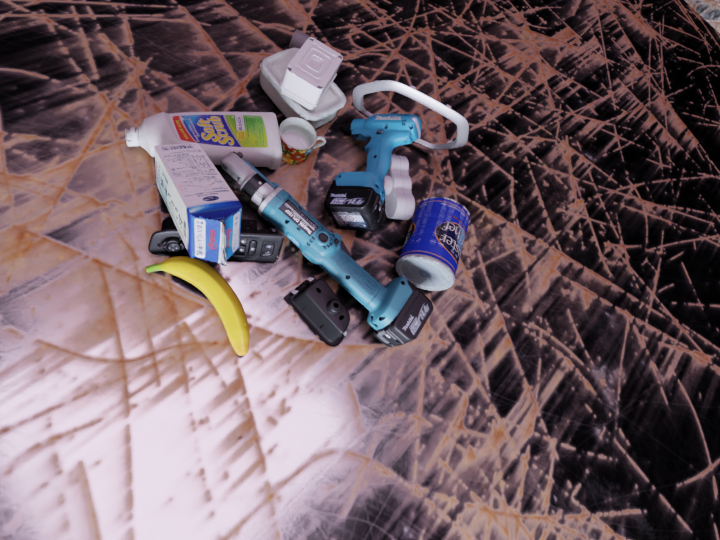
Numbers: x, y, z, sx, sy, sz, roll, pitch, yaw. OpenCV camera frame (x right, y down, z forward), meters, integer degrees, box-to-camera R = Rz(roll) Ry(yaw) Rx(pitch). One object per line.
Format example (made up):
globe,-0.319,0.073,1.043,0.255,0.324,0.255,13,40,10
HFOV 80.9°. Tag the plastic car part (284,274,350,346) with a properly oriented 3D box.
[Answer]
plastic car part,-0.055,0.059,0.672,0.065,0.071,0.118,-38,81,-29

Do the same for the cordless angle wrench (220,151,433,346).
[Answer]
cordless angle wrench,-0.068,-0.045,0.699,0.422,0.075,0.097,42,59,-1

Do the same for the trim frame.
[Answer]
trim frame,0.098,-0.302,0.833,0.244,0.187,0.028,22,81,-12

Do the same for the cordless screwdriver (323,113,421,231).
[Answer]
cordless screwdriver,0.002,-0.197,0.794,0.167,0.070,0.250,10,64,29

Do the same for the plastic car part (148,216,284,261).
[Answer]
plastic car part,-0.227,-0.055,0.668,0.197,0.066,0.069,-2,59,-21
